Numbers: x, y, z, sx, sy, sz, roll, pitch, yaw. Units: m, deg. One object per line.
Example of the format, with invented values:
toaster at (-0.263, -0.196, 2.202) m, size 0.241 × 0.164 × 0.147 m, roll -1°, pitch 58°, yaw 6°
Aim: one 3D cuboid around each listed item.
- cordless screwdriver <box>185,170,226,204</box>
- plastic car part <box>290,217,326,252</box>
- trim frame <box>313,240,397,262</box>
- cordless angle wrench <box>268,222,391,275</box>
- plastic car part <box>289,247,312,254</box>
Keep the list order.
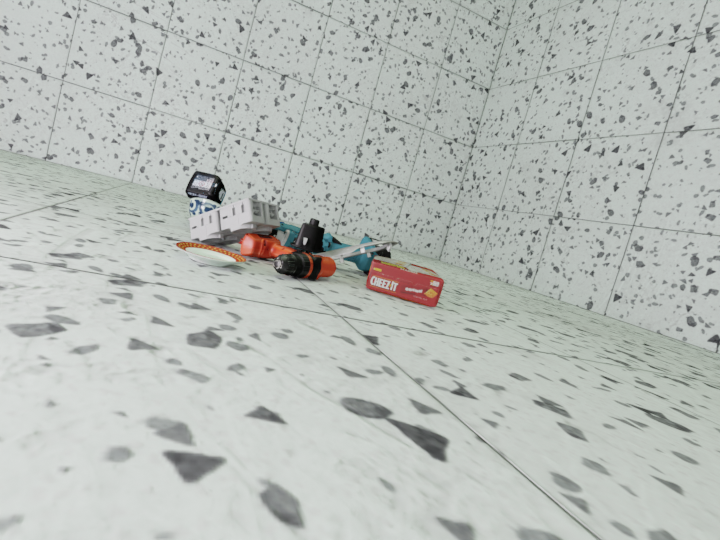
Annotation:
cordless screwdriver at (-0.438, -0.198, 1.305) m, size 0.160 × 0.075 × 0.244 m, roll 17°, pitch -23°, yaw 1°
plastic car part at (-0.108, -0.078, 0.925) m, size 0.067 × 0.071 × 0.115 m, roll 18°, pitch 2°, yaw 6°
trim frame at (-0.030, -0.039, 1.035) m, size 0.254 × 0.028 × 0.179 m, roll -9°, pitch -5°, yaw 13°
cordless angle wrench at (-0.111, -0.073, 1.134) m, size 0.404 × 0.097 × 0.078 m, roll 14°, pitch 29°, yaw -29°
plastic car part at (-0.177, -0.068, 1.229) m, size 0.067 × 0.067 × 0.201 m, roll 9°, pitch 3°, yaw 3°
